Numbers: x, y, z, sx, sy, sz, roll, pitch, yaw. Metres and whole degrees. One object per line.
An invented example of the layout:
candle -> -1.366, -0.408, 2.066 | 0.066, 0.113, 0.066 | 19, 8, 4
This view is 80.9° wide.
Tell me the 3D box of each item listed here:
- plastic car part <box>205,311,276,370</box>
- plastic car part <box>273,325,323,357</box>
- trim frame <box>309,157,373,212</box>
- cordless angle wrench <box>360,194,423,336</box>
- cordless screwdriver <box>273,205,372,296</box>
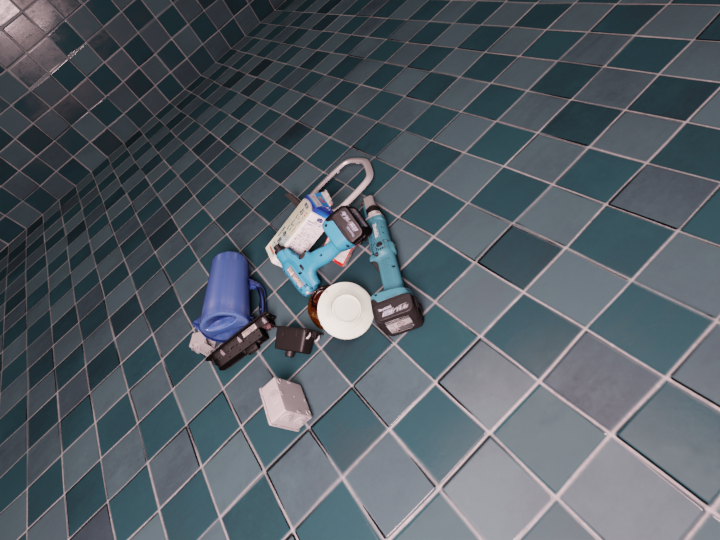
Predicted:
plastic car part -> -0.297, 0.188, 1.073 | 0.204, 0.064, 0.069 | -33, 71, 4
plastic car part -> -0.156, 0.170, 0.999 | 0.121, 0.062, 0.072 | -4, 68, 33
trim frame -> -0.066, -0.253, 1.283 | 0.248, 0.026, 0.195 | -48, 47, -7
cordless angle wrench -> 0.054, -0.046, 1.023 | 0.099, 0.070, 0.439 | -24, 45, 14
cordless screwdriver -> -0.103, -0.068, 1.057 | 0.251, 0.072, 0.163 | -43, 76, 20
